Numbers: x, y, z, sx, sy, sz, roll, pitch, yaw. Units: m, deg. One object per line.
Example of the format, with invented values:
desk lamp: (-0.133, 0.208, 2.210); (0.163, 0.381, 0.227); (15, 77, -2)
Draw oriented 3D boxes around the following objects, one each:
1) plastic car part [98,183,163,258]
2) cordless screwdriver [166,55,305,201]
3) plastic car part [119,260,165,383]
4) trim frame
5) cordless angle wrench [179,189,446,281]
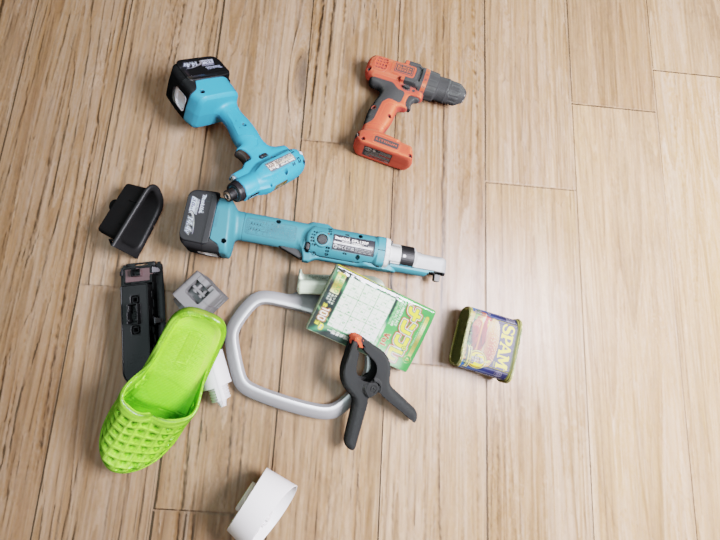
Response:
plastic car part: (-0.374, -0.089, 0.679); (0.073, 0.064, 0.117); (16, 75, 11)
cordless screwdriver: (-0.218, -0.221, 0.675); (0.251, 0.075, 0.156); (48, 48, 4)
plastic car part: (-0.334, 0.085, 0.644); (0.065, 0.068, 0.205); (-5, 82, -15)
trim frame: (-0.093, 0.126, 0.666); (0.249, 0.027, 0.185); (16, 79, 2)
cordless angle wrench: (-0.067, -0.044, 0.681); (0.420, 0.074, 0.099); (10, 79, -4)
